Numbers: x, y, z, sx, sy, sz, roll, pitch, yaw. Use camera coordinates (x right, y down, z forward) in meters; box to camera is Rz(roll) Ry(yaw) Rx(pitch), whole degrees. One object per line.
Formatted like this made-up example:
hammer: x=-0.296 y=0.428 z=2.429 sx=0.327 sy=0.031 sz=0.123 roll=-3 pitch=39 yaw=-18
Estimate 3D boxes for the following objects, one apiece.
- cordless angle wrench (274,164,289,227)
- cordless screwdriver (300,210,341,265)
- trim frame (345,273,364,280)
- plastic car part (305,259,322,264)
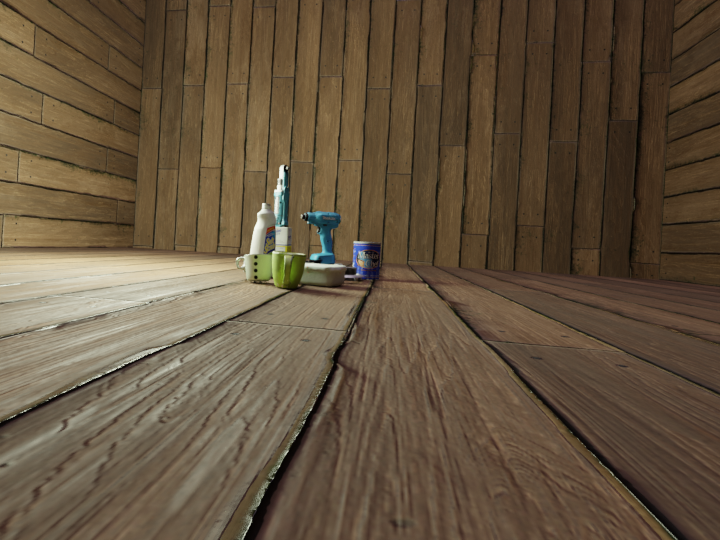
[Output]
cordless angle wrench: x=-0.312 y=-0.201 z=1.653 sx=0.103 sy=0.422 sz=0.071 roll=3 pitch=0 yaw=41
cordless screwdriver: x=-0.160 y=-0.105 z=1.638 sx=0.154 sy=0.248 sz=0.077 roll=3 pitch=1 yaw=-24
trim frame: x=-0.085 y=0.020 z=1.466 sx=0.188 sy=0.027 sz=0.243 roll=4 pitch=3 yaw=11
plastic car part: x=-0.214 y=-0.007 z=1.474 sx=0.069 sy=0.067 sz=0.194 roll=4 pitch=3 yaw=32
